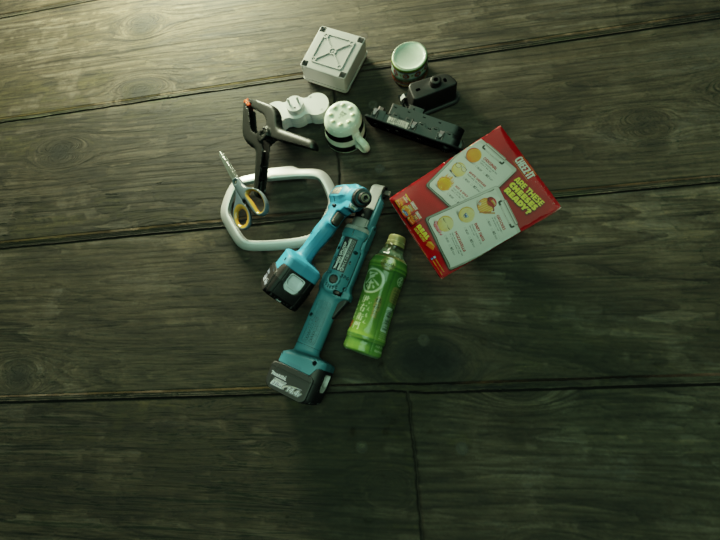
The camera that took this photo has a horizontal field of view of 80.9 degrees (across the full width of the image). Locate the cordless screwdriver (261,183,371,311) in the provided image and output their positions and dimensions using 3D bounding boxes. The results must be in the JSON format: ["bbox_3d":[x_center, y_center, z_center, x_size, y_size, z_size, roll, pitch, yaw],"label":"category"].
[{"bbox_3d":[-0.073,-0.048,0.744,0.072,0.164,0.248,36,87,-18],"label":"cordless screwdriver"}]

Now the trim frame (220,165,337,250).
[{"bbox_3d":[-0.166,-0.130,0.862,0.252,0.027,0.187,-5,76,10],"label":"trim frame"}]

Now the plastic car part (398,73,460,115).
[{"bbox_3d":[0.140,-0.358,0.845,0.118,0.069,0.067,-18,77,7],"label":"plastic car part"}]

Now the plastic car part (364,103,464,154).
[{"bbox_3d":[0.114,-0.280,0.827,0.208,0.064,0.067,28,90,13],"label":"plastic car part"}]

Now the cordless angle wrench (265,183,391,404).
[{"bbox_3d":[-0.041,0.025,0.776,0.102,0.071,0.425,17,76,22],"label":"cordless angle wrench"}]
